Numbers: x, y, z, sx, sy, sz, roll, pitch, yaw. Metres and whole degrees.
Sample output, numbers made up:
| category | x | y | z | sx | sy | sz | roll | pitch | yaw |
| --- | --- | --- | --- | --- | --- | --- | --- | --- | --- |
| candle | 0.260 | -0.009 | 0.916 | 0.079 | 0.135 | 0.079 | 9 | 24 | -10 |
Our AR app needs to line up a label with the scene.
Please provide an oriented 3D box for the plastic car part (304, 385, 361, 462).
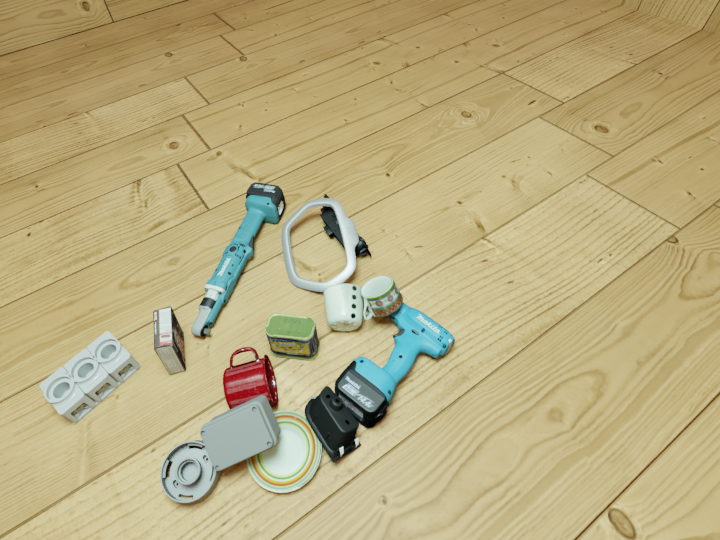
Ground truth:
| category | x | y | z | sx | sy | sz | roll | pitch | yaw |
| --- | --- | --- | --- | --- | --- | --- | --- | --- | --- |
| plastic car part | -0.047 | 0.253 | 0.734 | 0.063 | 0.070 | 0.122 | -10 | 47 | -42 |

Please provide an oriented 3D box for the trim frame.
| category | x | y | z | sx | sy | sz | roll | pitch | yaw |
| --- | --- | --- | --- | --- | --- | --- | --- | --- | --- |
| trim frame | -0.097 | -0.063 | 0.990 | 0.187 | 0.026 | 0.258 | -22 | 59 | 13 |

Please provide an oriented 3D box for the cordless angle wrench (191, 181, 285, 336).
| category | x | y | z | sx | sy | sz | roll | pitch | yaw |
| --- | --- | --- | --- | --- | --- | --- | --- | --- | --- |
| cordless angle wrench | -0.293 | -0.035 | 1.001 | 0.100 | 0.072 | 0.428 | 10 | 55 | 11 |

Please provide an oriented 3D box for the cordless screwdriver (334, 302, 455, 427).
| category | x | y | z | sx | sy | sz | roll | pitch | yaw |
| --- | --- | --- | --- | --- | --- | --- | --- | --- | --- |
| cordless screwdriver | 0.046 | 0.161 | 0.811 | 0.167 | 0.072 | 0.245 | 35 | 58 | 28 |

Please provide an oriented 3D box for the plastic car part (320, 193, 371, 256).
| category | x | y | z | sx | sy | sz | roll | pitch | yaw |
| --- | --- | --- | --- | --- | --- | --- | --- | --- | --- |
| plastic car part | -0.047 | -0.101 | 1.032 | 0.066 | 0.063 | 0.214 | -34 | 56 | -11 |
